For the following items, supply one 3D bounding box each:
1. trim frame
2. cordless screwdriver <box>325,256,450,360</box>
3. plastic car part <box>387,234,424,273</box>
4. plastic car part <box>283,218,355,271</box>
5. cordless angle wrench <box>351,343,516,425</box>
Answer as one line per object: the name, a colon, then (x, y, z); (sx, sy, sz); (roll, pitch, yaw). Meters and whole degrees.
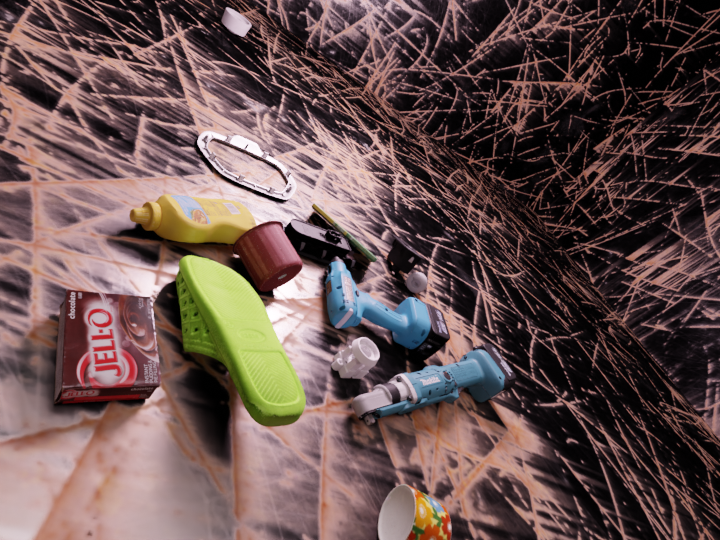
trim frame: (-0.243, -0.237, 0.937); (0.236, 0.028, 0.193); (16, 36, -35)
cordless screwdriver: (0.043, 0.067, 0.806); (0.239, 0.074, 0.165); (23, 33, -23)
plastic car part: (0.099, -0.030, 1.011); (0.064, 0.071, 0.120); (32, 14, -19)
plastic car part: (-0.082, -0.054, 0.840); (0.193, 0.068, 0.069); (14, 46, -36)
cordless angle wrench: (0.134, 0.198, 0.734); (0.402, 0.075, 0.102); (3, 46, -46)
